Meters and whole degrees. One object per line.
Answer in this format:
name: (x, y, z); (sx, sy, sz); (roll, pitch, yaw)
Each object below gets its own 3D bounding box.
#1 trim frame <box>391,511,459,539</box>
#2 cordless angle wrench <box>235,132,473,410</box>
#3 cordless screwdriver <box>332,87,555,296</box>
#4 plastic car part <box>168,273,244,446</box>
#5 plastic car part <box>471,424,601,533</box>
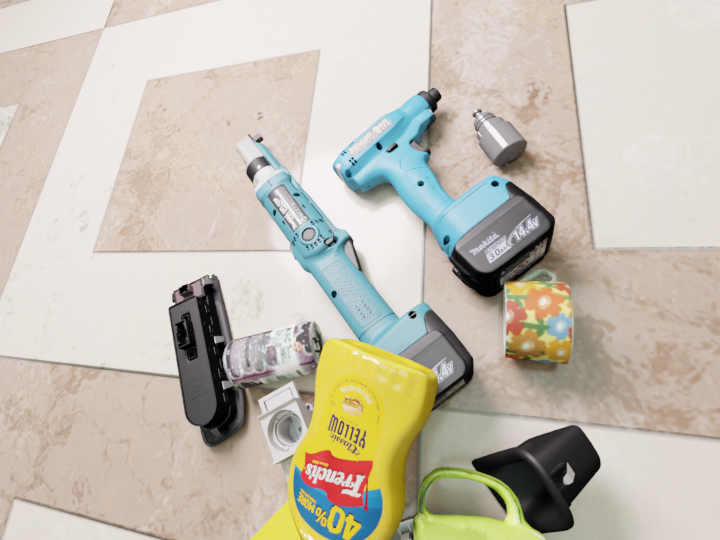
trim frame: (0.090, 0.322, 0.329); (0.260, 0.026, 0.184); (36, 85, 26)
cordless angle wrench: (-0.048, -0.032, 0.494); (0.098, 0.071, 0.444); (-39, 60, 1)
cordless screwdriver: (0.097, -0.102, 0.468); (0.159, 0.071, 0.262); (-43, 59, -1)
plastic car part: (-0.186, 0.096, 0.496); (0.066, 0.064, 0.210); (-23, 66, 0)
plastic car part: (0.148, 0.156, 0.335); (0.069, 0.113, 0.069); (-28, 63, -22)
